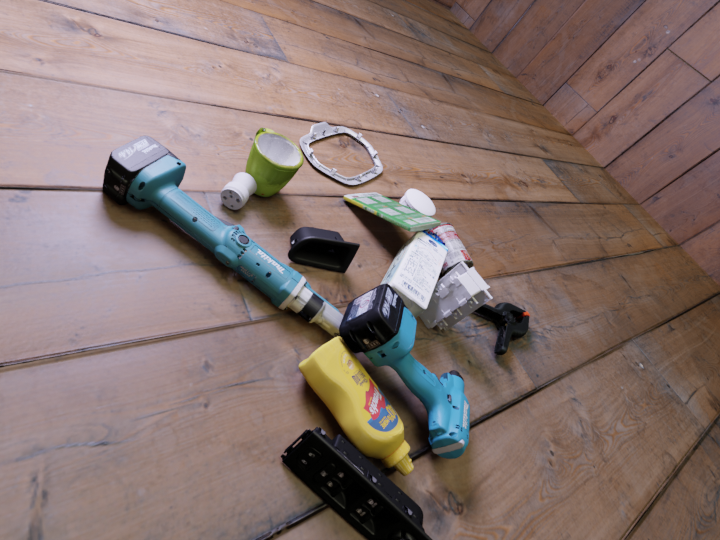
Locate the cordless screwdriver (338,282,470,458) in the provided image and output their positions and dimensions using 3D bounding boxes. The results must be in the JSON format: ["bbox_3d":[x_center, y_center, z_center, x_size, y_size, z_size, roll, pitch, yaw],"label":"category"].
[{"bbox_3d":[0.081,0.132,0.635,0.245,0.076,0.158,52,28,-8],"label":"cordless screwdriver"}]

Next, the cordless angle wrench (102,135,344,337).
[{"bbox_3d":[-0.185,-0.033,0.633,0.420,0.075,0.098,38,41,-3],"label":"cordless angle wrench"}]

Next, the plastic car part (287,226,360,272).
[{"bbox_3d":[-0.072,-0.047,0.739,0.112,0.065,0.074,12,32,-24],"label":"plastic car part"}]

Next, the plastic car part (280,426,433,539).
[{"bbox_3d":[0.003,0.263,0.503,0.206,0.066,0.066,42,14,6],"label":"plastic car part"}]

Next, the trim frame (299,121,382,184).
[{"bbox_3d":[-0.040,-0.281,0.999,0.188,0.027,0.243,44,43,9],"label":"trim frame"}]
